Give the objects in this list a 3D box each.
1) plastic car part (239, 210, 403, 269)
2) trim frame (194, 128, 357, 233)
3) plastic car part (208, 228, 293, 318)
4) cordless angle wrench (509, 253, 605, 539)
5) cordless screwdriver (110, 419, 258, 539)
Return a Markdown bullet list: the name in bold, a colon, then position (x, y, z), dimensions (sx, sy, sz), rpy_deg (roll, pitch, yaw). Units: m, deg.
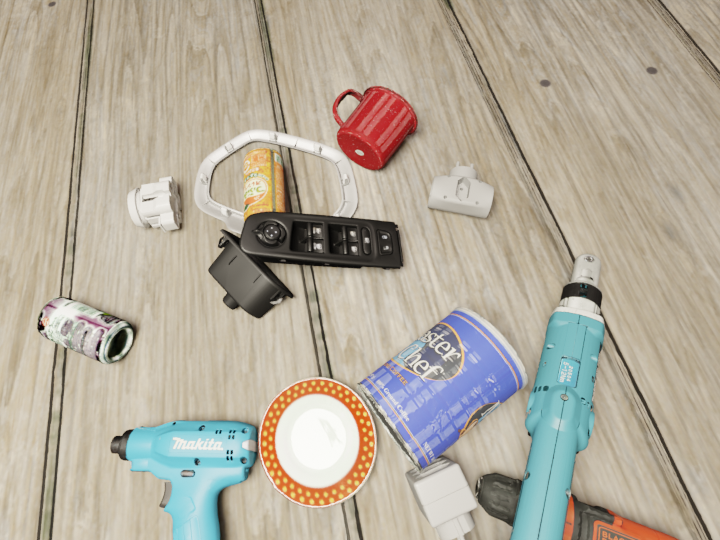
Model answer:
- **plastic car part**: position (-0.052, -0.034, 0.533), dimensions (0.197, 0.068, 0.067), rpy_deg (5, 72, -19)
- **trim frame**: position (-0.125, -0.125, 0.615), dimensions (0.254, 0.027, 0.185), rpy_deg (19, 70, 11)
- **plastic car part**: position (-0.150, 0.014, 0.541), dimensions (0.071, 0.064, 0.120), rpy_deg (-44, 73, 1)
- **cordless angle wrench**: position (0.187, 0.139, 0.400), dimensions (0.078, 0.093, 0.423), rpy_deg (13, 53, 26)
- **cordless screwdriver**: position (-0.191, 0.281, 0.414), dimensions (0.160, 0.072, 0.255), rpy_deg (-3, 62, 3)
